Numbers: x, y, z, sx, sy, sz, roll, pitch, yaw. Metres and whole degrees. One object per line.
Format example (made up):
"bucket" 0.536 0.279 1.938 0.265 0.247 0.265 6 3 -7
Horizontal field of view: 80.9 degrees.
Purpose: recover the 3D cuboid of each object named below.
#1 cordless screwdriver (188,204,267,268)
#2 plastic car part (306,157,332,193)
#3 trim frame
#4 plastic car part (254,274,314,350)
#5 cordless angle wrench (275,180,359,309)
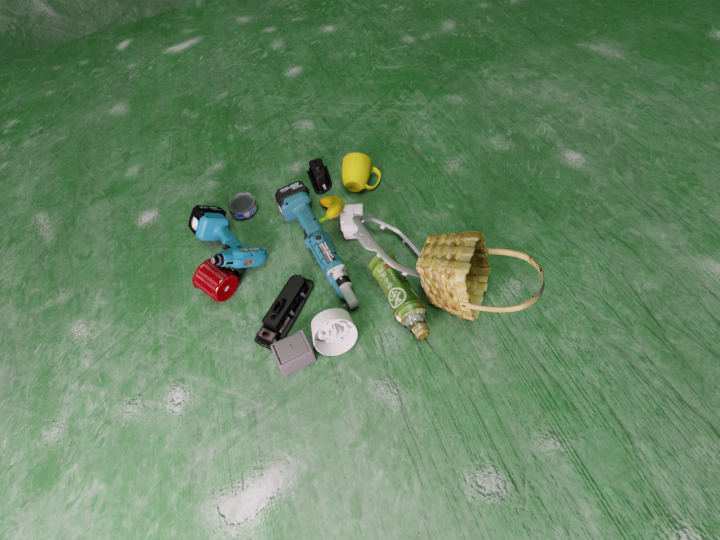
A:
"cordless screwdriver" -0.381 -0.086 1.131 0.262 0.074 0.152 37 27 30
"plastic car part" -0.126 -0.296 1.281 0.066 0.068 0.122 -18 50 -3
"trim frame" 0.073 -0.063 1.031 0.175 0.027 0.262 8 34 -37
"plastic car part" -0.184 0.086 1.016 0.069 0.064 0.203 14 55 27
"cordless angle wrench" -0.109 -0.071 1.113 0.097 0.071 0.444 -26 55 -9
